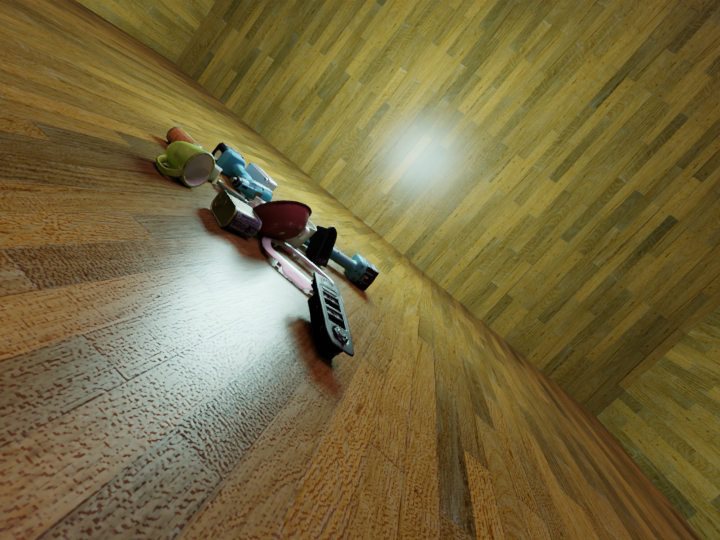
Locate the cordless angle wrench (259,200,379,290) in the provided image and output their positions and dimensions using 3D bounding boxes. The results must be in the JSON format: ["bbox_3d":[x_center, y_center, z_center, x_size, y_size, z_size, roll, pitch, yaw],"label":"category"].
[{"bbox_3d":[-0.133,-0.085,1.275,0.410,0.074,0.101,33,12,-17],"label":"cordless angle wrench"}]

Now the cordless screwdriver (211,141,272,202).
[{"bbox_3d":[-0.385,-0.304,1.297,0.262,0.074,0.151,46,12,30],"label":"cordless screwdriver"}]

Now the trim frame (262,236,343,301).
[{"bbox_3d":[-0.138,0.001,1.011,0.249,0.027,0.184,41,10,-1],"label":"trim frame"}]

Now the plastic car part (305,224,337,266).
[{"bbox_3d":[-0.118,-0.077,1.205,0.074,0.116,0.063,19,-2,31],"label":"plastic car part"}]

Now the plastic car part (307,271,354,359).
[{"bbox_3d":[-0.064,0.087,0.780,0.063,0.067,0.212,41,12,-32],"label":"plastic car part"}]
